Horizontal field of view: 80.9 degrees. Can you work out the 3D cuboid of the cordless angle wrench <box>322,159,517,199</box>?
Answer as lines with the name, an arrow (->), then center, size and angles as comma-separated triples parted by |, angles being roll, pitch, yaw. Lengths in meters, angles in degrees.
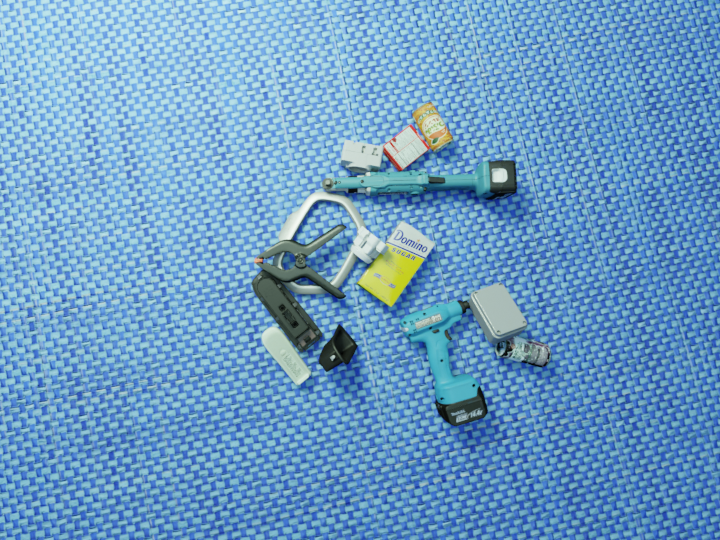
cordless angle wrench -> 0.124, -0.199, 0.957 | 0.425, 0.097, 0.075 | -1, 87, 2

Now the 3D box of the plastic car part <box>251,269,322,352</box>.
plastic car part -> -0.170, 0.087, 0.933 | 0.066, 0.066, 0.205 | -39, 85, 1

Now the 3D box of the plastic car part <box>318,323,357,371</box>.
plastic car part -> -0.058, 0.176, 0.908 | 0.071, 0.115, 0.066 | -41, 92, 18

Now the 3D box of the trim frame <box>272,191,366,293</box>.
trim frame -> -0.094, -0.062, 0.964 | 0.184, 0.027, 0.248 | 28, 87, 0

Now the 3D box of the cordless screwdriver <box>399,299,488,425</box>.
cordless screwdriver -> 0.204, 0.195, 0.928 | 0.158, 0.074, 0.252 | -21, 83, -4
